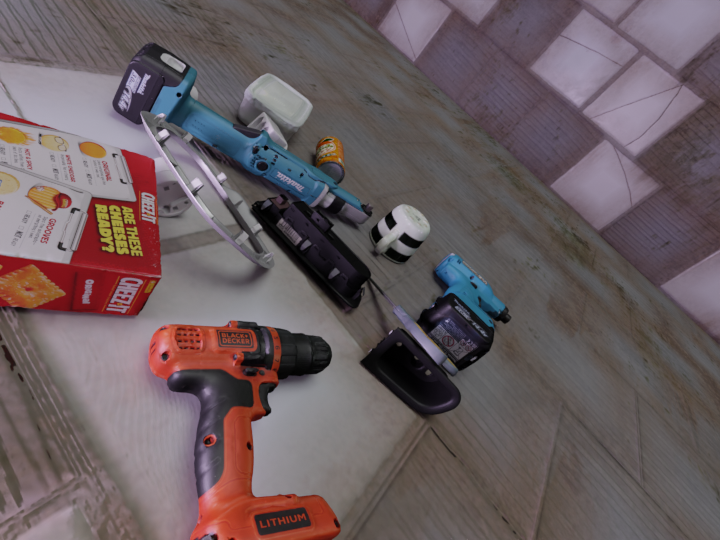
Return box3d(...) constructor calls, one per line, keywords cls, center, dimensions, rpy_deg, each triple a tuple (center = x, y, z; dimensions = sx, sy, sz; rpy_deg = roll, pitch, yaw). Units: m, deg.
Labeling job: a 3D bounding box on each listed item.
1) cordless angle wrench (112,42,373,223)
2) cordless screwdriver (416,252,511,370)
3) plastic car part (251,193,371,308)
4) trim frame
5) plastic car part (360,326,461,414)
box3d(cls="cordless angle wrench", center=(-0.150, -0.176, 0.651), dimensions=(0.404, 0.099, 0.077), rpy_deg=(29, 34, -26))
box3d(cls="cordless screwdriver", center=(0.181, 0.072, 0.691), dimensions=(0.160, 0.075, 0.246), rpy_deg=(42, 28, 1))
box3d(cls="plastic car part", center=(-0.058, -0.038, 0.591), dimensions=(0.206, 0.067, 0.065), rpy_deg=(50, 15, 8))
box3d(cls="trim frame", center=(-0.179, -0.101, 0.514), dimensions=(0.257, 0.027, 0.178), rpy_deg=(51, 0, 18))
box3d(cls="plastic car part", center=(0.067, 0.120, 0.532), dimensions=(0.116, 0.066, 0.071), rpy_deg=(42, 18, -4))
